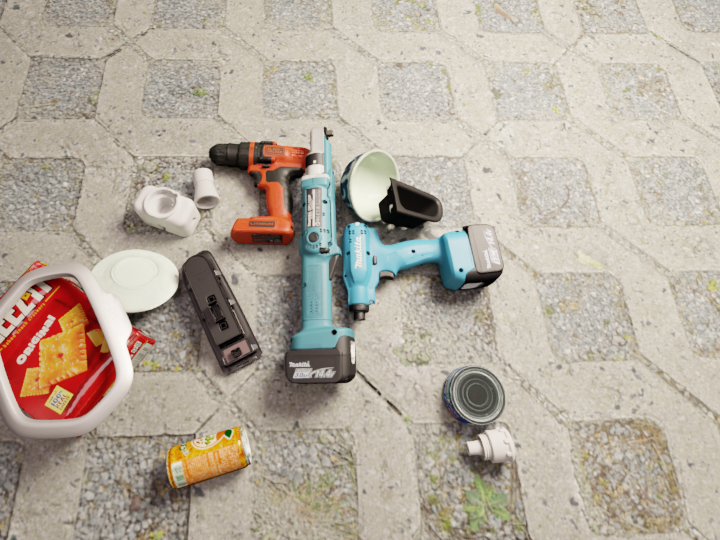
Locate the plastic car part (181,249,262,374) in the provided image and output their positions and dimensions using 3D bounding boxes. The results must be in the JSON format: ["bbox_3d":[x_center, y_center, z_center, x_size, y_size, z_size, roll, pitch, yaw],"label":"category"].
[{"bbox_3d":[-0.229,0.055,0.659,0.066,0.065,0.210,-29,70,-7],"label":"plastic car part"}]

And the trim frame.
[{"bbox_3d":[-0.409,0.103,0.574,0.182,0.027,0.257,-32,70,-12],"label":"trim frame"}]

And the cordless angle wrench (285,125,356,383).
[{"bbox_3d":[-0.066,-0.043,0.671,0.100,0.071,0.431,-6,72,12],"label":"cordless angle wrench"}]

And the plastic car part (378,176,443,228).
[{"bbox_3d":[0.077,-0.099,0.713,0.110,0.072,0.068,14,58,-37],"label":"plastic car part"}]

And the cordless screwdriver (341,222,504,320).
[{"bbox_3d":[0.095,0.002,0.685,0.249,0.072,0.162,-1,70,1],"label":"cordless screwdriver"}]
